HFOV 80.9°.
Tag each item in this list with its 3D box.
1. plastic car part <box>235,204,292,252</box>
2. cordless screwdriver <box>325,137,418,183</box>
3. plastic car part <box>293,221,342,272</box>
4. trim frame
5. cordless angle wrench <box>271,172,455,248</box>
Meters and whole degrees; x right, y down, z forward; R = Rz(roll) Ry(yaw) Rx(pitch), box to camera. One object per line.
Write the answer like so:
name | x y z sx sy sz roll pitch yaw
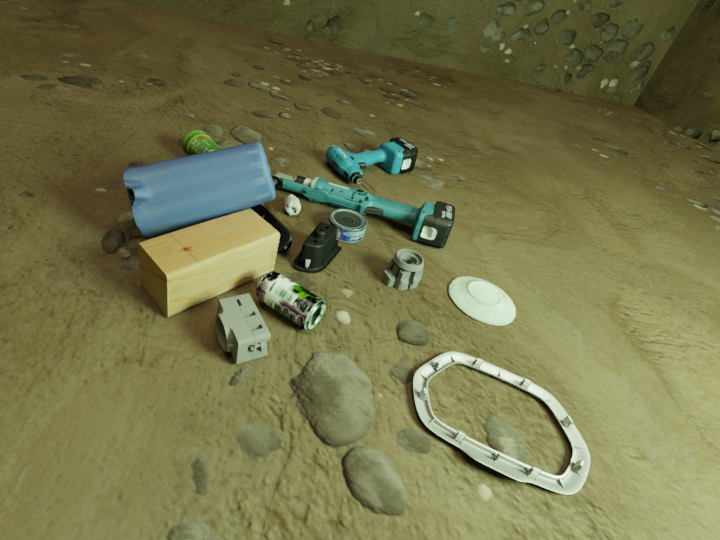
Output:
plastic car part | -0.203 -0.092 0.827 0.066 0.064 0.214 -47 57 -6
cordless screwdriver | 0.045 -0.294 1.154 0.241 0.072 0.168 -13 45 -25
plastic car part | -0.079 -0.051 0.803 0.067 0.070 0.116 21 34 10
trim frame | 0.194 0.202 0.594 0.254 0.027 0.183 23 39 10
cordless angle wrench | -0.005 -0.157 0.966 0.431 0.073 0.098 17 36 9
